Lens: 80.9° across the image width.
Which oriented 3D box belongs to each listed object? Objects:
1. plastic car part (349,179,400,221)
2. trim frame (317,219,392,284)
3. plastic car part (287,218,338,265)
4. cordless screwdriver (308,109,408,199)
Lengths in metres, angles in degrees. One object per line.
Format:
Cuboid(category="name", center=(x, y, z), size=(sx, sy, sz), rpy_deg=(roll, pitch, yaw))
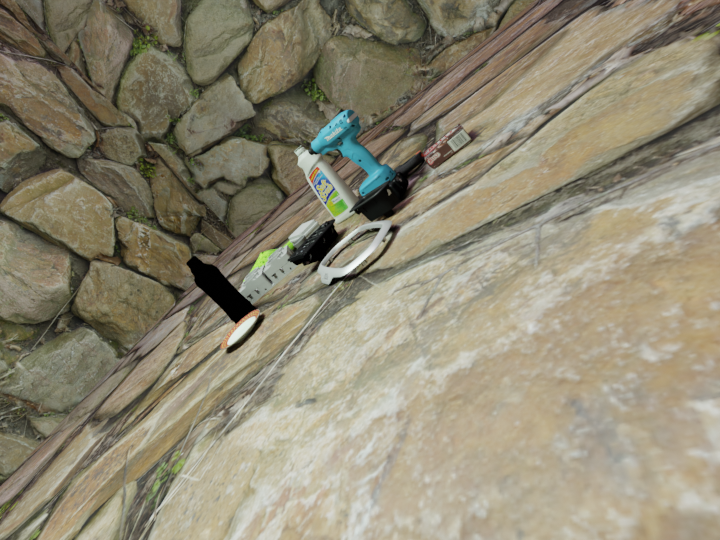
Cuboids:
Cuboid(category="plastic car part", center=(0.042, -0.151, 0.975), size=(0.120, 0.069, 0.065), rpy_deg=(-20, 26, 51))
Cuboid(category="trim frame", center=(-0.018, -0.042, 0.916), size=(0.183, 0.027, 0.257), rpy_deg=(-46, 18, -13))
Cuboid(category="plastic car part", center=(-0.108, -0.070, 1.101), size=(0.068, 0.065, 0.203), rpy_deg=(-29, 21, 38))
Cuboid(category="cordless screwdriver", center=(-0.009, -0.254, 1.039), size=(0.163, 0.243, 0.074), rpy_deg=(-28, 18, 42))
